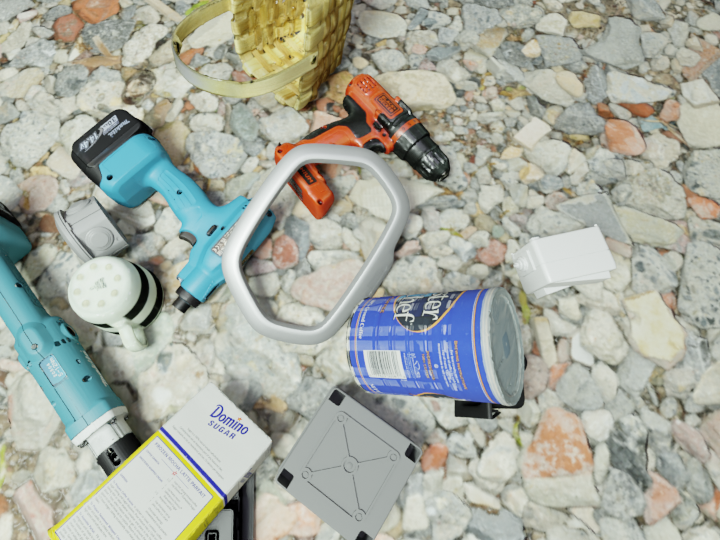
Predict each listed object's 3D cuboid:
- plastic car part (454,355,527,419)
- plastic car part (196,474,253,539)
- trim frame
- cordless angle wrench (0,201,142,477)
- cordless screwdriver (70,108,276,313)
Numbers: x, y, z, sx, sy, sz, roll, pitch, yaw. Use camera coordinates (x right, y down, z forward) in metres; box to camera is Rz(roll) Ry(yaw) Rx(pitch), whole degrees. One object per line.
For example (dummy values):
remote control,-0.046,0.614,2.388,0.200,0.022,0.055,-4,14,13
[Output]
plastic car part,0.147,0.104,0.463,0.069,0.066,0.118,13,68,-13
plastic car part,-0.136,0.294,0.400,0.065,0.067,0.207,-1,74,-10
trim frame,-0.048,-0.031,0.491,0.181,0.028,0.248,32,86,-9
cordless angle wrench,-0.340,0.083,0.462,0.074,0.097,0.432,-39,78,-16
cordless screwdriver,-0.246,-0.075,0.522,0.253,0.073,0.159,36,75,8
